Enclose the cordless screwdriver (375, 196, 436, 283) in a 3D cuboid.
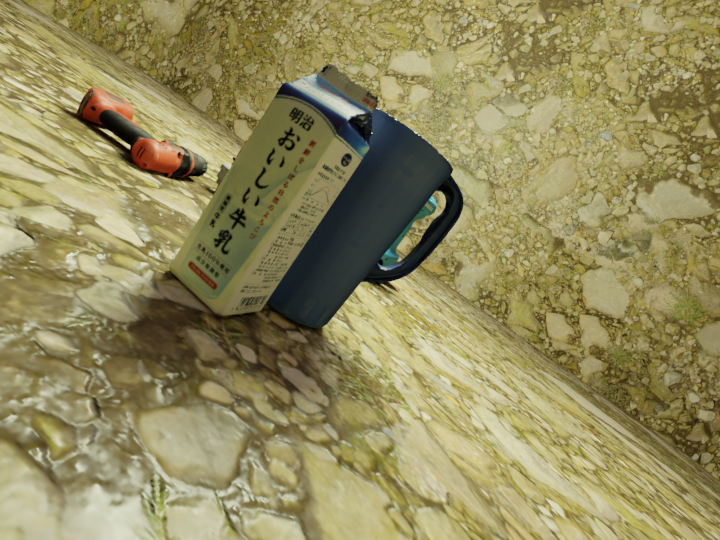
[{"bbox_3d":[0.074,-0.090,0.996,0.078,0.249,0.151,41,10,30],"label":"cordless screwdriver"}]
